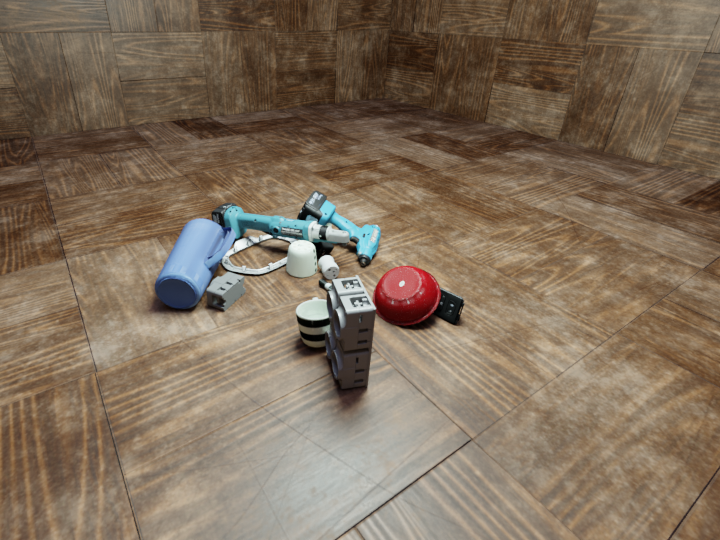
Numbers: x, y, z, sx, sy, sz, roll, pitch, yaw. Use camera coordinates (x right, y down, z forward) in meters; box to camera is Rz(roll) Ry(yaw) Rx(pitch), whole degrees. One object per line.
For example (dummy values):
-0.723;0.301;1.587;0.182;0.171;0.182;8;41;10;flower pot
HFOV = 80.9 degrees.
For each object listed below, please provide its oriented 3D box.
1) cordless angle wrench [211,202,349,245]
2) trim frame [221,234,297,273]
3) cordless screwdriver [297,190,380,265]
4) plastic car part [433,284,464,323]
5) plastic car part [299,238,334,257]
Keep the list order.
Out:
-0.231;-0.124;1.211;0.439;0.095;0.074;10;31;22;cordless angle wrench
-0.284;-0.054;1.223;0.194;0.027;0.242;25;40;35;trim frame
-0.062;-0.118;1.222;0.247;0.074;0.161;28;43;-5;cordless screwdriver
0.161;0.051;1.034;0.214;0.065;0.065;25;27;33;plastic car part
-0.122;-0.080;1.246;0.068;0.065;0.123;-4;32;-39;plastic car part
